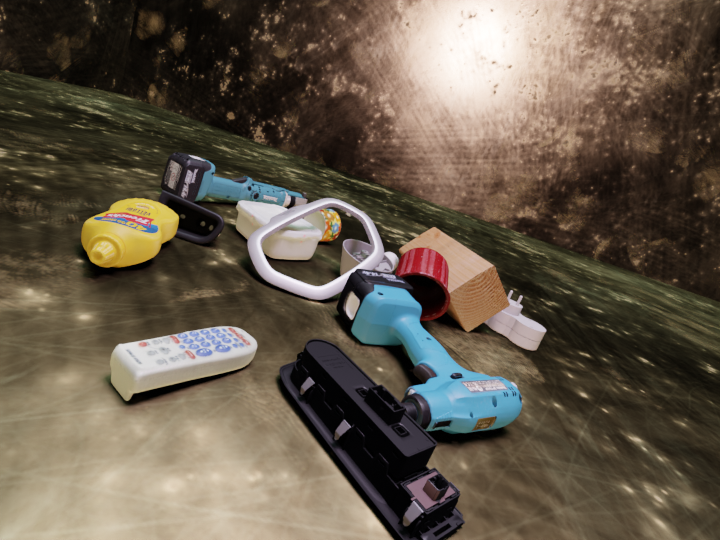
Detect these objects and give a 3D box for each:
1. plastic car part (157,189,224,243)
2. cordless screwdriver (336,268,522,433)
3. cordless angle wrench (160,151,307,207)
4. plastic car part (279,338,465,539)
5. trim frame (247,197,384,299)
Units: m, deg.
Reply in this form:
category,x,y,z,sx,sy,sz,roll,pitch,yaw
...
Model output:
category,x,y,z,sx,sy,sz,roll,pitch,yaw
plastic car part,-0.288,-0.084,0.727,0.116,0.066,0.071,21,2,-4
cordless screwdriver,0.049,0.089,0.505,0.152,0.074,0.263,6,25,-35
cordless angle wrench,-0.273,-0.193,1.036,0.078,0.097,0.403,30,16,31
plastic car part,-0.002,0.125,0.364,0.063,0.066,0.215,-5,26,-40
trim frame,-0.069,-0.045,0.702,0.191,0.027,0.243,42,53,18
